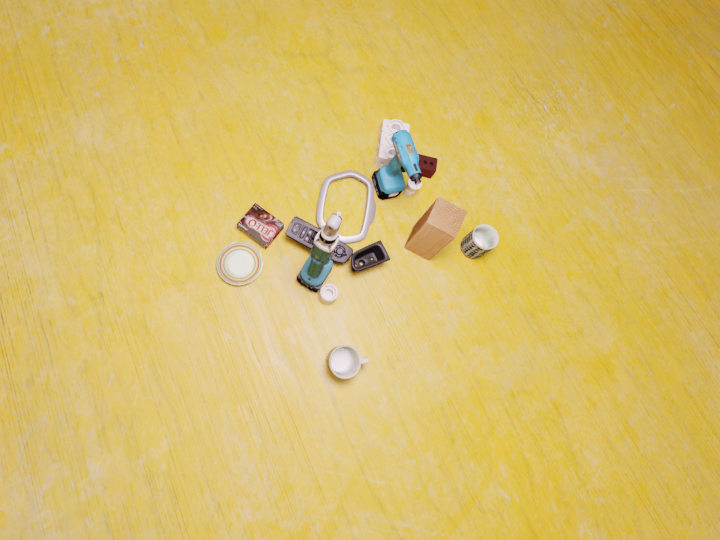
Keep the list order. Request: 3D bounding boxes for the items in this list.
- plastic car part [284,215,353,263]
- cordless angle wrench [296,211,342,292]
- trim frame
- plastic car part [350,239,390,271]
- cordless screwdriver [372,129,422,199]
[{"bbox_3d":[-0.122,-0.080,1.245,0.204,0.066,0.066,27,70,3],"label":"plastic car part"},{"bbox_3d":[-0.096,-0.042,1.047,0.075,0.421,0.098,32,70,-1],"label":"cordless angle wrench"},{"bbox_3d":[-0.041,-0.202,1.318,0.183,0.027,0.252,9,70,-3],"label":"trim frame"},{"bbox_3d":[0.016,-0.031,1.242,0.115,0.070,0.067,-23,78,-15],"label":"plastic car part"},{"bbox_3d":[0.111,-0.281,1.246,0.073,0.248,0.163,-13,76,-15],"label":"cordless screwdriver"}]
